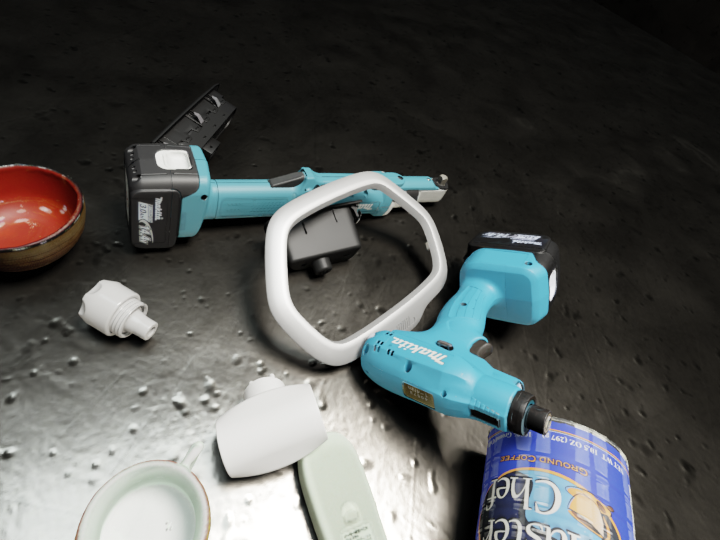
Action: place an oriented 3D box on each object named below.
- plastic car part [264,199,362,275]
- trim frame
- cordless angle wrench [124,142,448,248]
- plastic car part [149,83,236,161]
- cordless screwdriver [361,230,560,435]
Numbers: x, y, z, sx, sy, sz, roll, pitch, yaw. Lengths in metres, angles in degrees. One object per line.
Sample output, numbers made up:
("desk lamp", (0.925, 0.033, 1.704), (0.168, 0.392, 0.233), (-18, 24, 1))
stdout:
("plastic car part", (-0.048, -0.031, 0.487), (0.113, 0.066, 0.073), (-17, 72, -27))
("trim frame", (0.004, -0.010, 0.451), (0.242, 0.028, 0.184), (-32, 89, -38))
("cordless angle wrench", (-0.059, -0.095, 0.524), (0.407, 0.097, 0.078), (-7, 53, -29))
("plastic car part", (-0.218, -0.188, 0.567), (0.065, 0.066, 0.207), (22, 45, -14))
("cordless screwdriver", (0.134, 0.048, 0.415), (0.168, 0.072, 0.243), (12, 37, 41))
